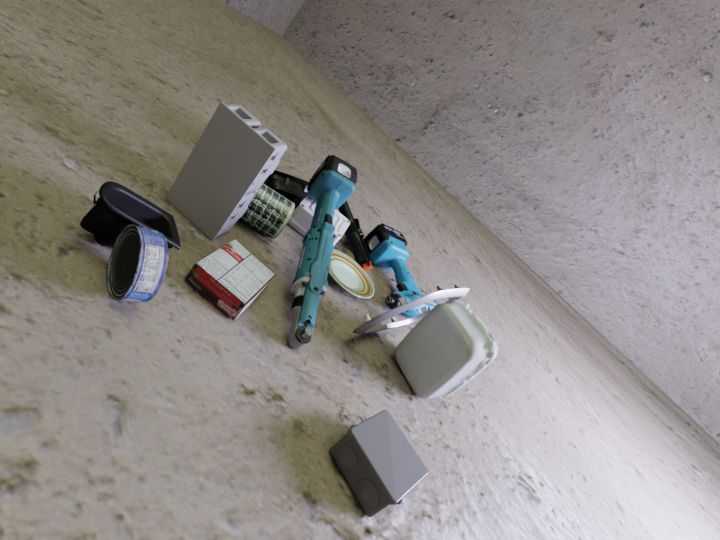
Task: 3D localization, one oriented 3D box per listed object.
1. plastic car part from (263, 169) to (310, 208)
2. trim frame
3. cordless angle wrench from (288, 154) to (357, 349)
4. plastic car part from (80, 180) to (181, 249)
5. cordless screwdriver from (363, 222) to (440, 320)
[{"bbox_3d":[-0.146,-0.169,0.961,0.192,0.068,0.069,21,57,-40],"label":"plastic car part"},{"bbox_3d":[0.088,0.069,0.732,0.237,0.188,0.028,-3,65,-55],"label":"trim frame"},{"bbox_3d":[-0.073,-0.048,0.746,0.072,0.099,0.433,28,43,-21],"label":"cordless angle wrench"},{"bbox_3d":[-0.293,-0.055,0.526,0.110,0.071,0.069,37,18,-53],"label":"plastic car part"},{"bbox_3d":[0.076,0.001,0.966,0.150,0.075,0.261,17,37,-41],"label":"cordless screwdriver"}]
